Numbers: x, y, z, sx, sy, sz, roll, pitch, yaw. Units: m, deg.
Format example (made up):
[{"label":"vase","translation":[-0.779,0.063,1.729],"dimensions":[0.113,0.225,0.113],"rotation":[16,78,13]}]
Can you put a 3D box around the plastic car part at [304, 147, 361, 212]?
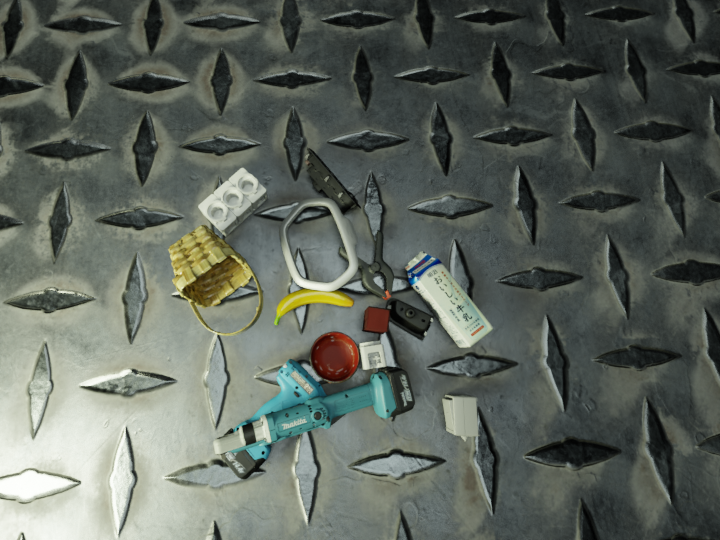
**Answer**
[{"label":"plastic car part","translation":[-0.080,-0.222,1.082],"dimensions":[0.067,0.065,0.207],"rotation":[-44,79,2]}]

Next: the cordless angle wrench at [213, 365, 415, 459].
[{"label":"cordless angle wrench","translation":[-0.094,0.301,0.887],"dimensions":[0.413,0.075,0.099],"rotation":[-13,84,-17]}]

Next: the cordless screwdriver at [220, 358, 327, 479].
[{"label":"cordless screwdriver","translation":[-0.179,0.338,0.924],"dimensions":[0.161,0.074,0.247],"rotation":[42,74,4]}]

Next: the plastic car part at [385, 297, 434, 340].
[{"label":"plastic car part","translation":[0.117,0.107,0.993],"dimensions":[0.117,0.070,0.066],"rotation":[29,75,1]}]

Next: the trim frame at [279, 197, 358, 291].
[{"label":"trim frame","translation":[-0.101,-0.066,1.034],"dimensions":[0.186,0.026,0.256],"rotation":[-23,68,7]}]
